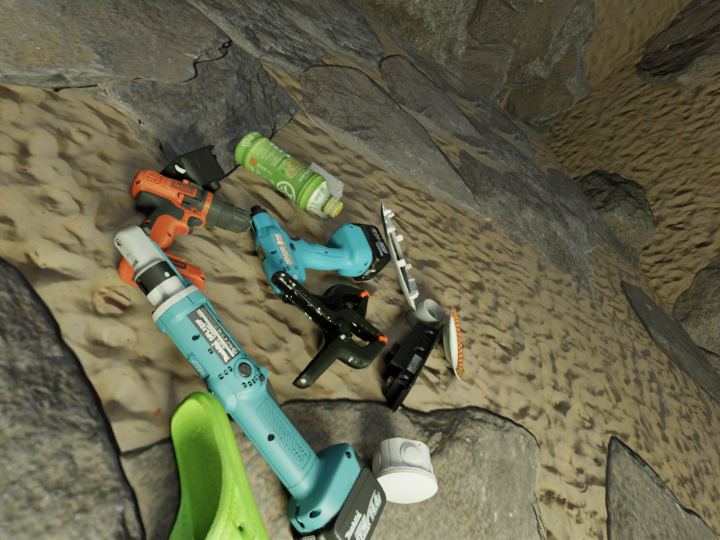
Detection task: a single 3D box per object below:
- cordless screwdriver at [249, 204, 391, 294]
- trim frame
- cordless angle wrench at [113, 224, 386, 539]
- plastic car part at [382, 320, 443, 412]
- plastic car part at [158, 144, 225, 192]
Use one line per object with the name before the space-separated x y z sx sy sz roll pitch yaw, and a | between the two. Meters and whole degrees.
cordless screwdriver | -0.073 -0.048 0.744 0.238 0.075 0.165 -5 57 -41
trim frame | 0.077 -0.033 0.823 0.255 0.028 0.177 -96 165 -60
cordless angle wrench | -0.140 0.120 0.471 0.425 0.075 0.096 51 36 2
plastic car part | 0.085 0.144 0.709 0.070 0.065 0.198 27 33 20
plastic car part | -0.264 -0.160 0.700 0.070 0.067 0.115 56 32 -10
